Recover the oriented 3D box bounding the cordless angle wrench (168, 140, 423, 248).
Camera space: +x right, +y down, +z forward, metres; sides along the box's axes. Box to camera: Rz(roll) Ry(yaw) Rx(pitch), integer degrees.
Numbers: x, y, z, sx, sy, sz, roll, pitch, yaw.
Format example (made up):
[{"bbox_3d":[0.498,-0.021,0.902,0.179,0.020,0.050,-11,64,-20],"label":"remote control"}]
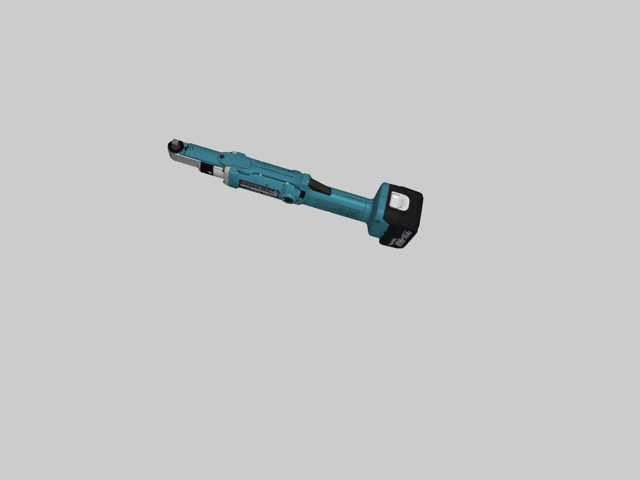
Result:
[{"bbox_3d":[-0.045,-0.089,0.706,0.423,0.074,0.098,16,-26,-3],"label":"cordless angle wrench"}]
